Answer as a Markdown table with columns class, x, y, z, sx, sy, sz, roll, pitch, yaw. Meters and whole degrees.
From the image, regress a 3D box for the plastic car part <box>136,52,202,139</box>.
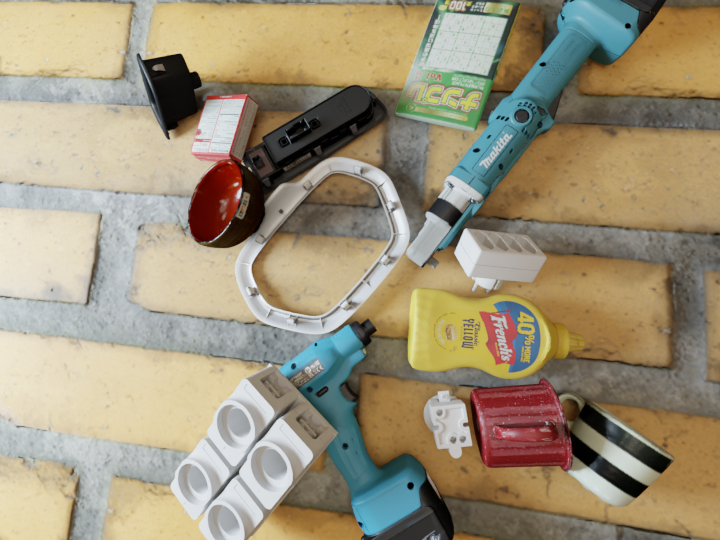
| class | x | y | z | sx | sy | sz | roll | pitch | yaw |
| --- | --- | --- | --- | --- | --- | --- | --- | --- | --- |
| plastic car part | -0.247 | -0.240 | 0.563 | 0.069 | 0.117 | 0.067 | -27 | 84 | -23 |

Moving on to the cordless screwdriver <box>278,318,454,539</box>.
| class | x | y | z | sx | sy | sz | roll | pitch | yaw |
| --- | --- | --- | --- | --- | --- | --- | --- | --- | --- |
| cordless screwdriver | 0.012 | 0.191 | 0.490 | 0.159 | 0.072 | 0.255 | -38 | 77 | 0 |

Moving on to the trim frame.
| class | x | y | z | sx | sy | sz | roll | pitch | yaw |
| --- | --- | --- | --- | --- | --- | --- | --- | --- | --- |
| trim frame | -0.053 | -0.035 | 0.543 | 0.190 | 0.027 | 0.248 | 42 | 91 | 16 |

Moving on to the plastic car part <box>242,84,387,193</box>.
| class | x | y | z | sx | sy | sz | roll | pitch | yaw |
| --- | --- | --- | --- | --- | --- | --- | --- | --- | --- |
| plastic car part | -0.063 | -0.184 | 0.554 | 0.203 | 0.065 | 0.068 | -29 | 76 | -1 |

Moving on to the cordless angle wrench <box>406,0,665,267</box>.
| class | x | y | z | sx | sy | sz | roll | pitch | yaw |
| --- | --- | --- | --- | --- | --- | --- | --- | --- | --- |
| cordless angle wrench | 0.193 | -0.180 | 0.519 | 0.100 | 0.073 | 0.423 | 38 | 91 | 8 |
